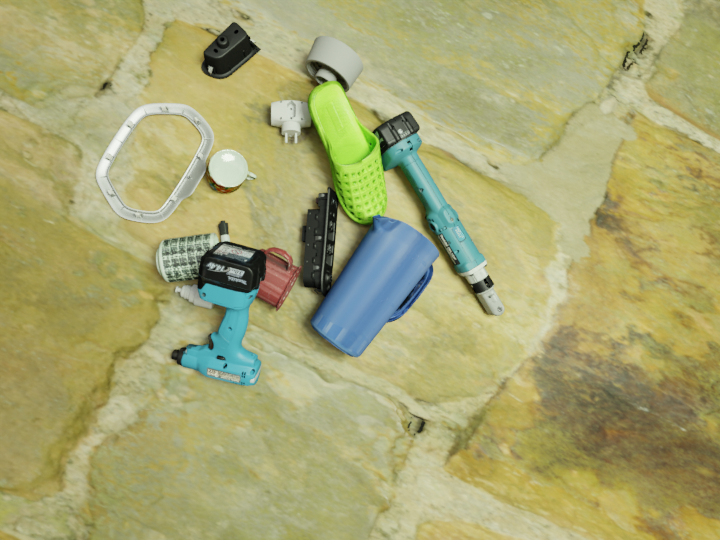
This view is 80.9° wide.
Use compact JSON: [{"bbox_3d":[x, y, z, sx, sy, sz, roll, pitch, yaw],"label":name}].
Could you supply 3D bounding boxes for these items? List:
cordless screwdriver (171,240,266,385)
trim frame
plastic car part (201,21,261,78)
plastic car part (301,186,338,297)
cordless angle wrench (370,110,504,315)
[{"bbox_3d":[-0.241,0.076,0.711,0.161,0.075,0.244,12,112,5],"label":"cordless screwdriver"},{"bbox_3d":[-0.386,-0.209,0.800,0.183,0.027,0.249,28,79,-2],"label":"trim frame"},{"bbox_3d":[-0.257,-0.431,0.818,0.066,0.071,0.116,43,78,-1],"label":"plastic car part"},{"bbox_3d":[-0.077,-0.051,0.791,0.068,0.065,0.205,-1,82,6],"label":"plastic car part"},{"bbox_3d":[0.157,-0.097,0.807,0.073,0.099,0.423,-31,90,-13],"label":"cordless angle wrench"}]
